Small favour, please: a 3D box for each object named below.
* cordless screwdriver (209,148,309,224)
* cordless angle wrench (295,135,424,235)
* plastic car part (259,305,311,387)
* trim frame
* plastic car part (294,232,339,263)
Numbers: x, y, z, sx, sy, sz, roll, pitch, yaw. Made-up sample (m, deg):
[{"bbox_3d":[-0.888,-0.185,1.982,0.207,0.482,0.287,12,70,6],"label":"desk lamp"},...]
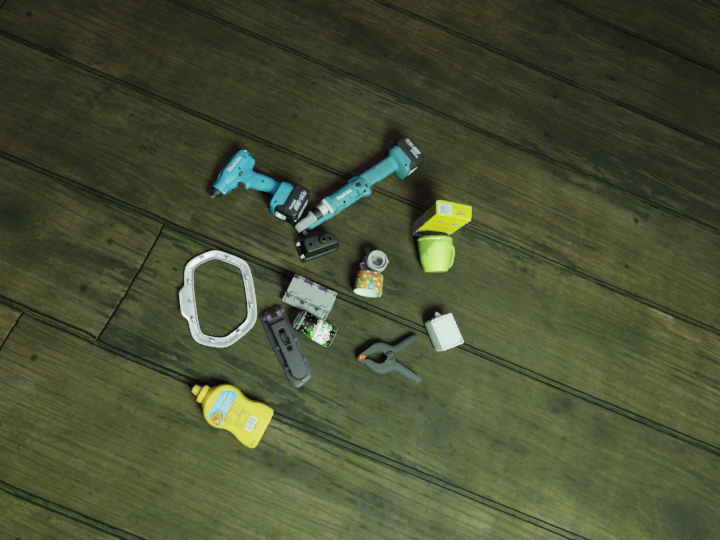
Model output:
[{"bbox_3d":[-0.271,-0.208,1.142,0.252,0.073,0.159,31,72,5],"label":"cordless screwdriver"},{"bbox_3d":[-0.009,-0.230,1.189,0.419,0.074,0.099,-36,83,-14],"label":"cordless angle wrench"},{"bbox_3d":[-0.177,0.186,1.044,0.065,0.067,0.206,-22,81,-23],"label":"plastic car part"},{"bbox_3d":[-0.360,0.068,1.069,0.181,0.027,0.253,-9,77,-10],"label":"trim frame"},{"bbox_3d":[-0.110,-0.072,1.124,0.115,0.071,0.067,-18,81,-11],"label":"plastic car part"}]
